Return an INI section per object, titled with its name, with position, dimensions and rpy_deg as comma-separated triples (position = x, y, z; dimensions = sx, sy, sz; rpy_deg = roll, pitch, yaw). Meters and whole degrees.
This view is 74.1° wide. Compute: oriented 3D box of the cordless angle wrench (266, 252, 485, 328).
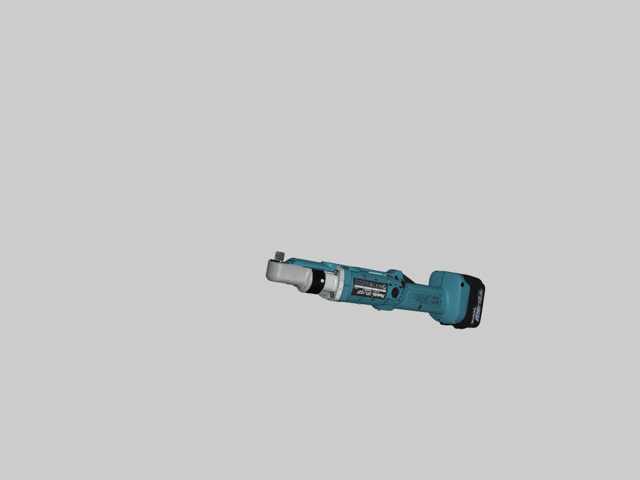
[cordless angle wrench]
position = 0.102, 0.078, 0.673
dimensions = 0.423, 0.098, 0.074
rpy_deg = 12, -4, -34
